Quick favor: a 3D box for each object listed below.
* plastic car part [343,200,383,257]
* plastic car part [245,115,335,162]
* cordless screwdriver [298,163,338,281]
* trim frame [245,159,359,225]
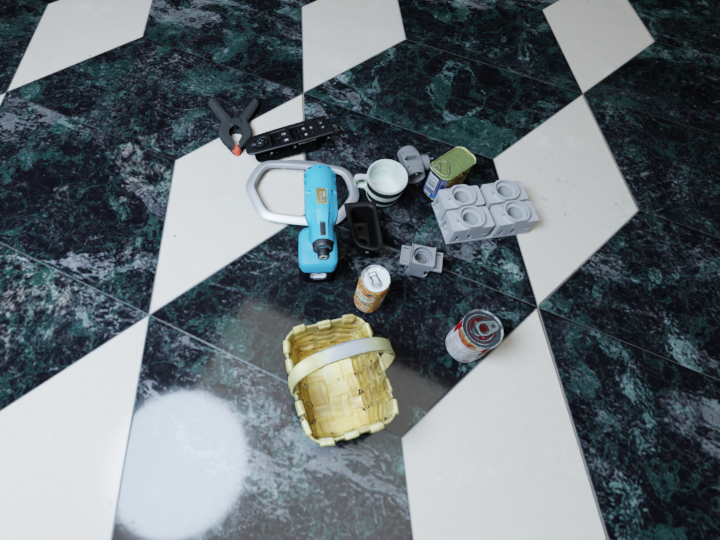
[{"bbox_3d":[0.005,-0.074,0.851,0.065,0.069,0.120,-5,62,-8],"label":"plastic car part"},{"bbox_3d":[-0.164,-0.295,0.968,0.200,0.065,0.069,-16,65,-11],"label":"plastic car part"},{"bbox_3d":[-0.072,-0.047,0.735,0.074,0.244,0.164,-1,63,-8],"label":"cordless screwdriver"},{"bbox_3d":[-0.126,-0.176,0.926,0.248,0.027,0.189,3,61,-1],"label":"trim frame"}]
